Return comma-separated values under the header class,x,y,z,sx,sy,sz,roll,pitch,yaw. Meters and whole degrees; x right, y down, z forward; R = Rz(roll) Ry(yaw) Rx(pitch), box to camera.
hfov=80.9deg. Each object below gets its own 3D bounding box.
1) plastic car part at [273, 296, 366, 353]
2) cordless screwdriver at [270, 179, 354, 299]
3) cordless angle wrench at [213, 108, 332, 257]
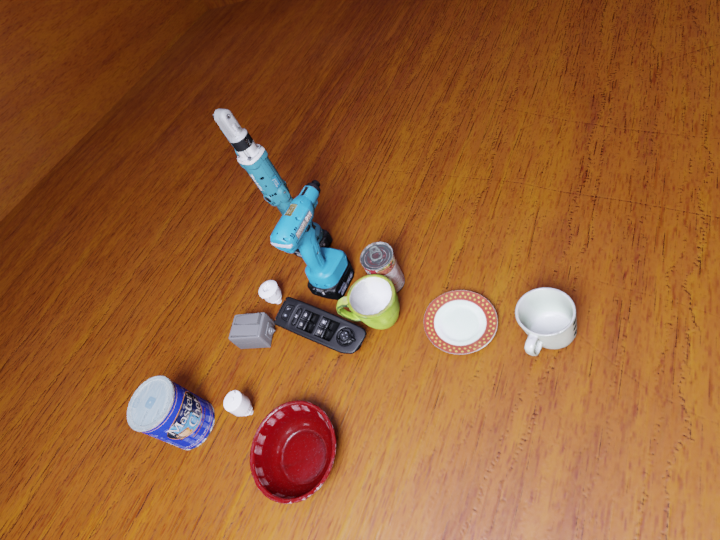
class,x,y,z,sx,sy,sz,roll,pitch,yaw
plastic car part,-0.078,0.120,0.859,0.214,0.063,0.066,15,63,34
cordless screwdriver,-0.086,-0.056,0.881,0.078,0.236,0.160,9,59,30
cordless angle wrench,-0.183,-0.170,0.904,0.103,0.401,0.074,19,64,34
